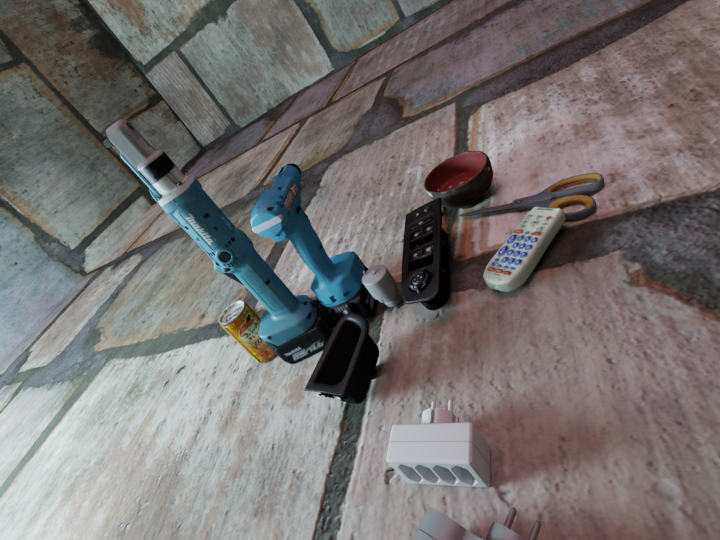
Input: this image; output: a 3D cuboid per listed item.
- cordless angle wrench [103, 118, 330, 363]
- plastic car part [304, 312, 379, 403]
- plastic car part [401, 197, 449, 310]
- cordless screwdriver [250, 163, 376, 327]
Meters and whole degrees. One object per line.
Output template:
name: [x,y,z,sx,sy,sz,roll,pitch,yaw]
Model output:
cordless angle wrench: [-0.187,-0.031,0.597,0.099,0.405,0.077,-29,28,14]
plastic car part: [-0.008,0.120,0.540,0.069,0.068,0.117,-9,40,41]
plastic car part: [0.099,-0.019,0.621,0.068,0.064,0.206,-20,34,28]
cordless screwdriver: [-0.063,-0.041,0.647,0.076,0.238,0.162,-23,31,25]
